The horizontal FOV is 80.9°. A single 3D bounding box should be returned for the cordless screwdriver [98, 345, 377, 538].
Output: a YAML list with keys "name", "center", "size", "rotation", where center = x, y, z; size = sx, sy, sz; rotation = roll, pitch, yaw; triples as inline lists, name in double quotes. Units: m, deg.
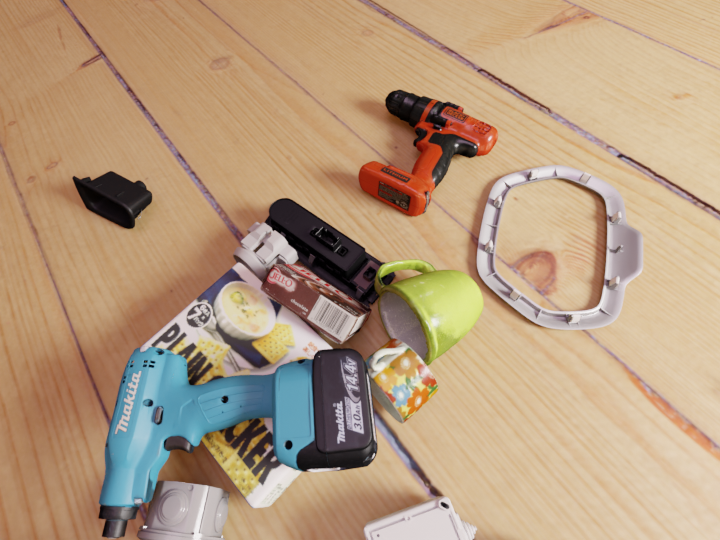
- name: "cordless screwdriver"
  center: [-0.111, 0.149, 0.380]
  size: [0.252, 0.071, 0.163]
  rotation: [-4, 60, 9]

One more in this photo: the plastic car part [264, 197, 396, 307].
- name: "plastic car part"
  center: [-0.055, -0.036, 0.561]
  size: [0.212, 0.064, 0.066]
  rotation: [34, 76, 26]

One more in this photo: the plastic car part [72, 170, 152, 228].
- name: "plastic car part"
  center: [-0.368, -0.115, 0.653]
  size: [0.120, 0.064, 0.071]
  rotation: [22, 51, 14]

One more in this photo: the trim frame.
- name: "trim frame"
  center: [0.251, -0.042, 0.539]
  size: [0.189, 0.026, 0.251]
  rotation: [14, 62, 14]
